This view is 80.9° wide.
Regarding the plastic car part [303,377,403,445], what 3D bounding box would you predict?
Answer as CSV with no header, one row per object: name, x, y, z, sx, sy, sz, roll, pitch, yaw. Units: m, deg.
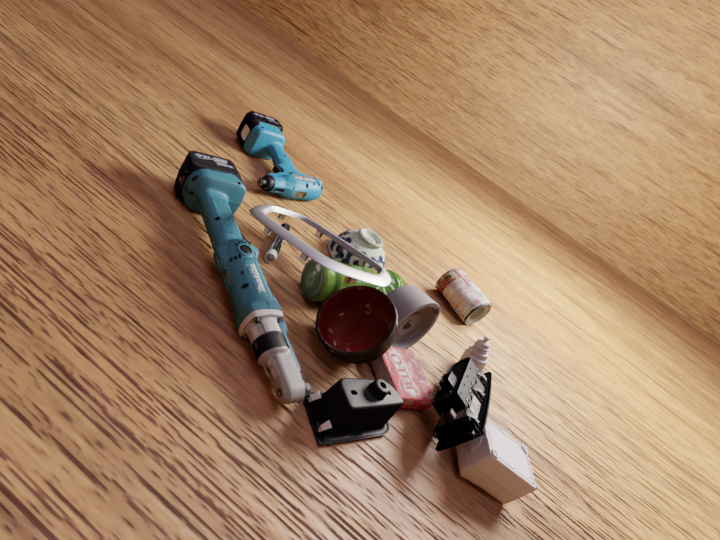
plastic car part,0.001,0.156,0.499,0.111,0.071,0.069,9,39,-35

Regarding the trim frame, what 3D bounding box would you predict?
trim frame,-0.062,-0.041,0.638,0.261,0.027,0.176,32,16,28

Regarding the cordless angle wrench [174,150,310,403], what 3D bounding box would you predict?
cordless angle wrench,-0.170,-0.012,0.588,0.093,0.074,0.444,7,40,-42

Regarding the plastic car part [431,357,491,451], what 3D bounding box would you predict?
plastic car part,0.141,0.175,0.599,0.069,0.067,0.196,52,23,11

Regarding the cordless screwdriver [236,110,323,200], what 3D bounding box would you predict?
cordless screwdriver,-0.200,-0.250,0.928,0.152,0.074,0.260,-2,48,-48
